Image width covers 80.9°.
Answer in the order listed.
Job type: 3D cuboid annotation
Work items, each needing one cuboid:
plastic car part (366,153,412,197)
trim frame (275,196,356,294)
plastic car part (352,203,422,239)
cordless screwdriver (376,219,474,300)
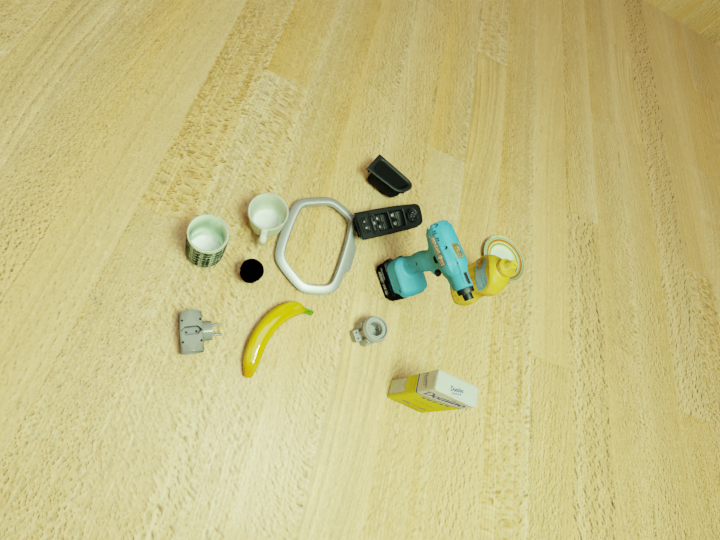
[{"bbox_3d":[0.063,-0.225,1.073,0.116,0.071,0.065,42,60,-2],"label":"plastic car part"},{"bbox_3d":[-0.095,-0.062,0.970,0.180,0.028,0.252,21,63,-12],"label":"trim frame"},{"bbox_3d":[0.065,-0.116,1.030,0.197,0.068,0.068,-16,77,-26],"label":"plastic car part"},{"bbox_3d":[0.136,0.012,0.898,0.072,0.252,0.162,-12,77,-28],"label":"cordless screwdriver"}]
